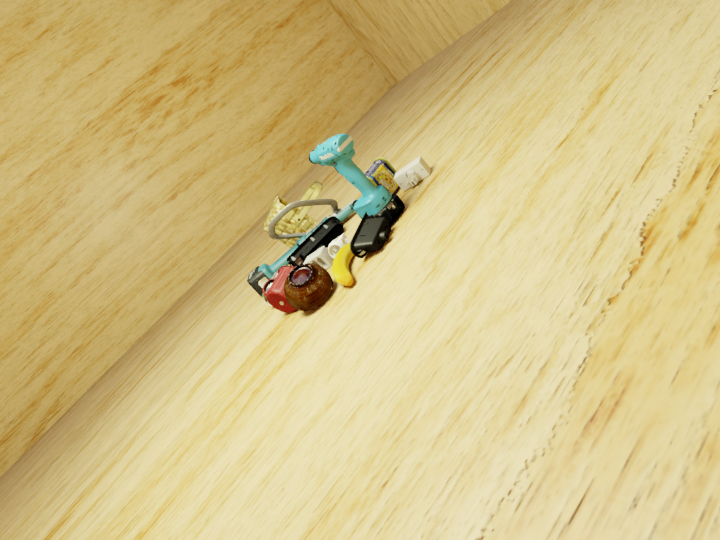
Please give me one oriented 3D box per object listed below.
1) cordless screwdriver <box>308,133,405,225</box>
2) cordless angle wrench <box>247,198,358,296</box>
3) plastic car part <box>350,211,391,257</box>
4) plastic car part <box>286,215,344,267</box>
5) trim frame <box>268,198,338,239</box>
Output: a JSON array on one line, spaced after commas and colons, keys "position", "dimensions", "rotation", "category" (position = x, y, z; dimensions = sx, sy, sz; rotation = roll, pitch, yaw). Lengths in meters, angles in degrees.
[{"position": [-0.017, -0.207, 1.011], "dimensions": [0.074, 0.240, 0.166], "rotation": [-49, 22, -23], "category": "cordless screwdriver"}, {"position": [-0.169, -0.082, 1.316], "dimensions": [0.424, 0.072, 0.100], "rotation": [-39, 18, 6], "category": "cordless angle wrench"}, {"position": [0.031, -0.077, 0.942], "dimensions": [0.074, 0.063, 0.117], "rotation": [-12, 37, 34], "category": "plastic car part"}, {"position": [-0.119, -0.078, 1.216], "dimensions": [0.202, 0.063, 0.070], "rotation": [-49, 28, -17], "category": "plastic car part"}, {"position": [-0.173, -0.155, 1.306], "dimensions": [0.239, 0.029, 0.183], "rotation": [-12, -32, -36], "category": "trim frame"}]
